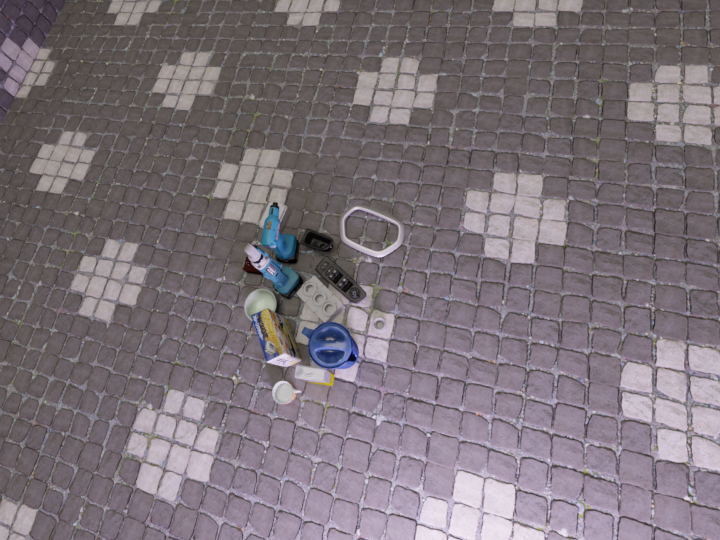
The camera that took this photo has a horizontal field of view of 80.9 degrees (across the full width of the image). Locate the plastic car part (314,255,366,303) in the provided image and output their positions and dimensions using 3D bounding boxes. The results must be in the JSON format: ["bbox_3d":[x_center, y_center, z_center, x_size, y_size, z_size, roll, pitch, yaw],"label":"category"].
[{"bbox_3d":[-0.066,0.041,1.482,0.211,0.064,0.066,41,83,21],"label":"plastic car part"}]

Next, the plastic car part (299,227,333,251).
[{"bbox_3d":[-0.151,-0.099,1.548,0.120,0.068,0.066,21,77,17],"label":"plastic car part"}]

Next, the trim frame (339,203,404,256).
[{"bbox_3d":[0.038,-0.150,1.546,0.257,0.026,0.184,23,78,19],"label":"trim frame"}]

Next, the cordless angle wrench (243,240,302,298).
[{"bbox_3d":[-0.286,-0.003,1.361,0.077,0.408,0.098,38,82,17],"label":"cordless angle wrench"}]

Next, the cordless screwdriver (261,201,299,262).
[{"bbox_3d":[-0.281,-0.125,1.494,0.076,0.240,0.161,2,73,9],"label":"cordless screwdriver"}]
